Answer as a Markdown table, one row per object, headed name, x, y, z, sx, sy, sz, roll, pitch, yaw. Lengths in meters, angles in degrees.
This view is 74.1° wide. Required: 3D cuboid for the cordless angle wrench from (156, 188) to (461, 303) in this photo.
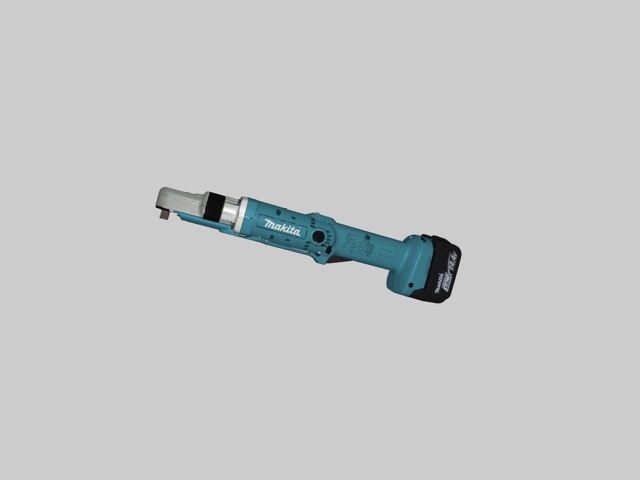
| name | x | y | z | sx | sy | sz | roll | pitch | yaw |
| --- | --- | --- | --- | --- | --- | --- | --- | --- | --- |
| cordless angle wrench | -0.008 | -0.004 | 0.592 | 0.423 | 0.098 | 0.074 | 15 | 1 | -16 |
